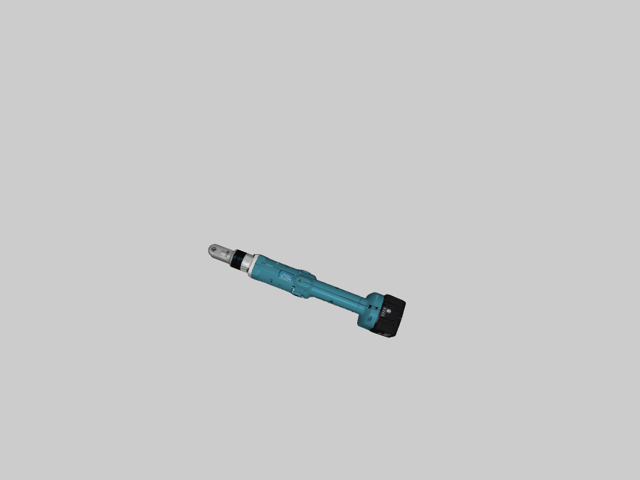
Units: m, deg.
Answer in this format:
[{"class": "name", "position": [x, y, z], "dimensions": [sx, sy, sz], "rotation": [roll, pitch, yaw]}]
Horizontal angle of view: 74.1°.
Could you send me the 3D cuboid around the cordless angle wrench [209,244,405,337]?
[{"class": "cordless angle wrench", "position": [-0.038, 0.092, 0.885], "dimensions": [0.423, 0.074, 0.098], "rotation": [21, -15, 3]}]
